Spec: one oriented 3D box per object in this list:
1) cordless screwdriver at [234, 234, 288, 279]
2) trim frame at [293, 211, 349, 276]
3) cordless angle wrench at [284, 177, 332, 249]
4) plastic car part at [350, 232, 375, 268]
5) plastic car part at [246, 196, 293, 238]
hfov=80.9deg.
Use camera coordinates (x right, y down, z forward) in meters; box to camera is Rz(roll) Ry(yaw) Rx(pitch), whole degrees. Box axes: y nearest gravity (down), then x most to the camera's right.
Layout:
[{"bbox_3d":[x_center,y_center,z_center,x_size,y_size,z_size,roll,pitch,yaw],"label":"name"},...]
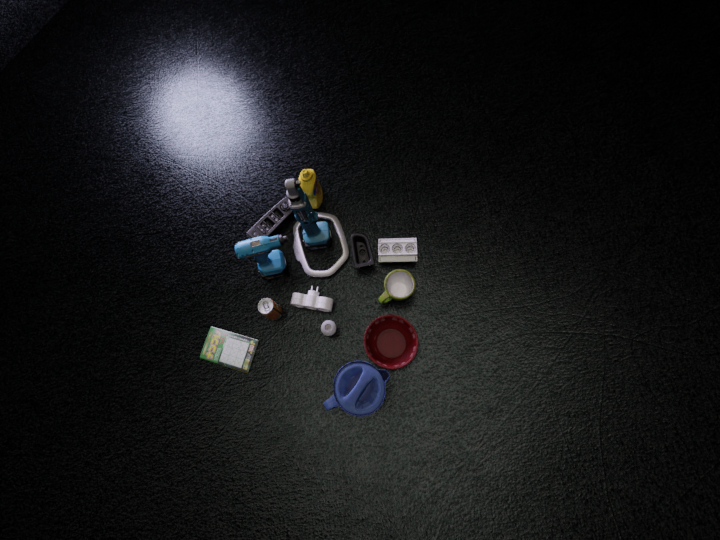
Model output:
[{"bbox_3d":[-0.284,-0.048,1.347,0.160,0.241,0.076,-14,72,3],"label":"cordless screwdriver"},{"bbox_3d":[-0.142,-0.093,1.452,0.185,0.026,0.256,-20,68,3],"label":"trim frame"},{"bbox_3d":[-0.165,-0.167,1.277,0.099,0.409,0.076,-7,72,4],"label":"cordless angle wrench"},{"bbox_3d":[0.006,-0.060,1.390,0.066,0.068,0.120,-12,70,4],"label":"plastic car part"},{"bbox_3d":[-0.304,-0.172,1.490,0.069,0.065,0.202,39,81,18],"label":"plastic car part"}]
